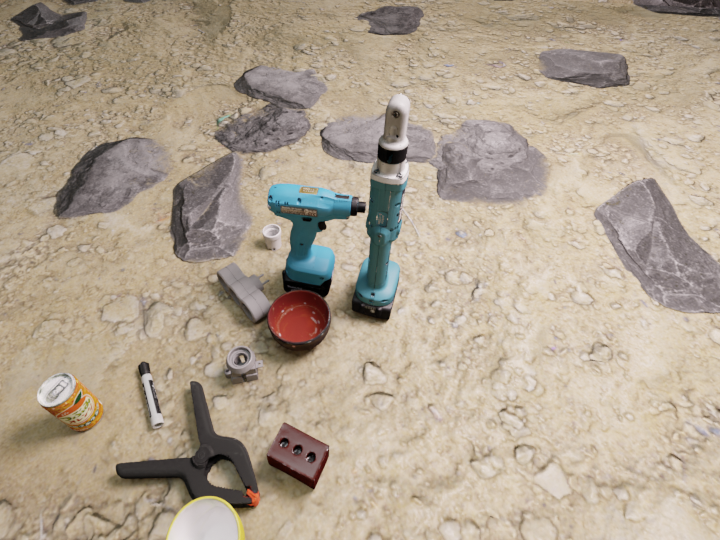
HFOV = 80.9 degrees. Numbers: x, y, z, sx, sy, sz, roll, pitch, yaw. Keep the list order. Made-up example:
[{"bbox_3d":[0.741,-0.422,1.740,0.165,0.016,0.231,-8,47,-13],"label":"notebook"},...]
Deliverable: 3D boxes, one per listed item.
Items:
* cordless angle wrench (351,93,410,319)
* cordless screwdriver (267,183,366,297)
[{"bbox_3d":[0.037,-0.074,0.667,0.076,0.410,0.099,14,50,9],"label":"cordless angle wrench"},{"bbox_3d":[-0.074,-0.049,0.760,0.161,0.241,0.076,9,50,6],"label":"cordless screwdriver"}]
